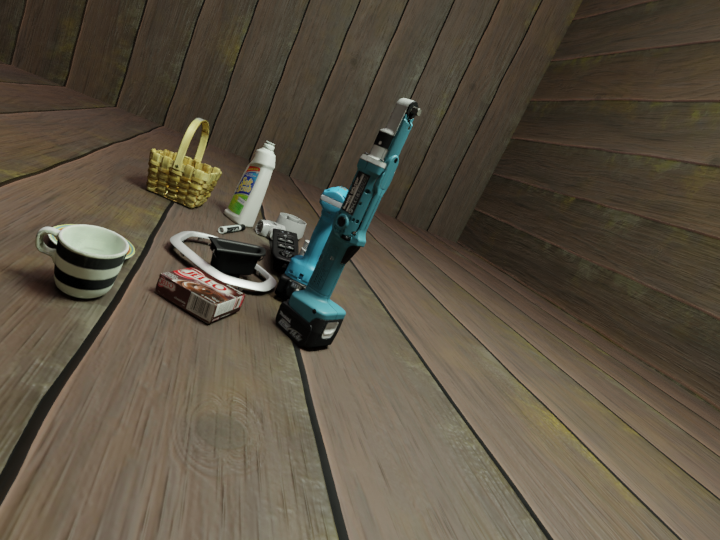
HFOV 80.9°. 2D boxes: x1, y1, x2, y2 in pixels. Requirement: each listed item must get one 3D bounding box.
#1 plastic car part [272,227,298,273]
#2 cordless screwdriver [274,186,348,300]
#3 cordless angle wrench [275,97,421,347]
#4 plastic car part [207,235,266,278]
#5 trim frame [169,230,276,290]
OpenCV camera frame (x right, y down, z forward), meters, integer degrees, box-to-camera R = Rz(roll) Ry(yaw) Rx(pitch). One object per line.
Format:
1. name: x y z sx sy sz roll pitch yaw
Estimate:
1. plastic car part: -0.190 -0.046 1.033 0.064 0.067 0.210 20 14 -18
2. cordless screwdriver: -0.085 -0.055 0.866 0.075 0.248 0.159 25 13 0
3. cordless angle wrench: -0.015 -0.073 0.687 0.103 0.421 0.070 35 16 35
4. plastic car part: -0.248 -0.019 0.836 0.110 0.070 0.070 13 17 -37
5. trim frame: -0.283 -0.021 0.876 0.260 0.027 0.177 30 15 24
